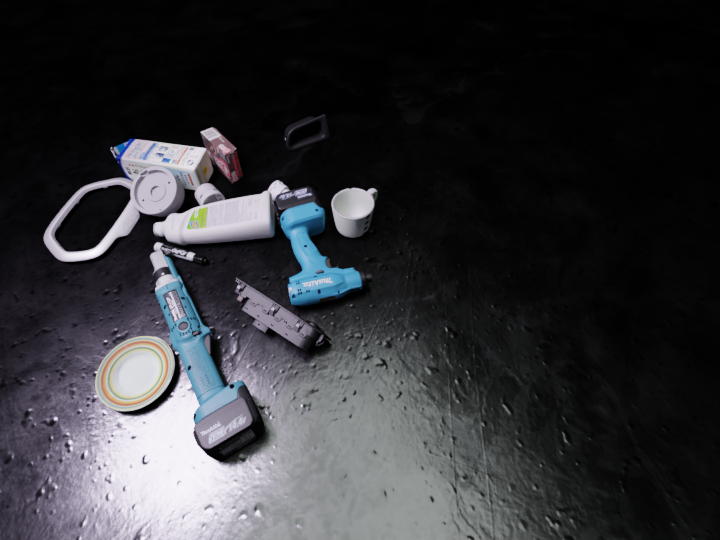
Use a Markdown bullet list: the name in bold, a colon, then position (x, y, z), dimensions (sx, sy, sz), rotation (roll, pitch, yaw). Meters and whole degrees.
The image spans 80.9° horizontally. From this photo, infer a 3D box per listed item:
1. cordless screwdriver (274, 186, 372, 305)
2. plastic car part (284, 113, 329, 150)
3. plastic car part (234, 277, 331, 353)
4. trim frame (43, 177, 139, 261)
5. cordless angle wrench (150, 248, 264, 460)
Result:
- **cordless screwdriver**: position (-0.083, -0.054, 0.847), dimensions (0.158, 0.072, 0.259), rotation (-13, 59, -7)
- **plastic car part**: position (-0.147, -0.357, 1.079), dimensions (0.115, 0.063, 0.075), rotation (-23, 43, -10)
- **plastic car part**: position (-0.148, 0.085, 0.756), dimensions (0.210, 0.064, 0.067), rotation (25, 69, 19)
- **trim frame**: position (-0.593, -0.120, 0.949), dimensions (0.187, 0.026, 0.253), rotation (7, 54, 9)
- **cordless angle wrench**: position (-0.301, 0.111, 0.744), dimensions (0.096, 0.072, 0.445), rotation (-28, 55, -17)
